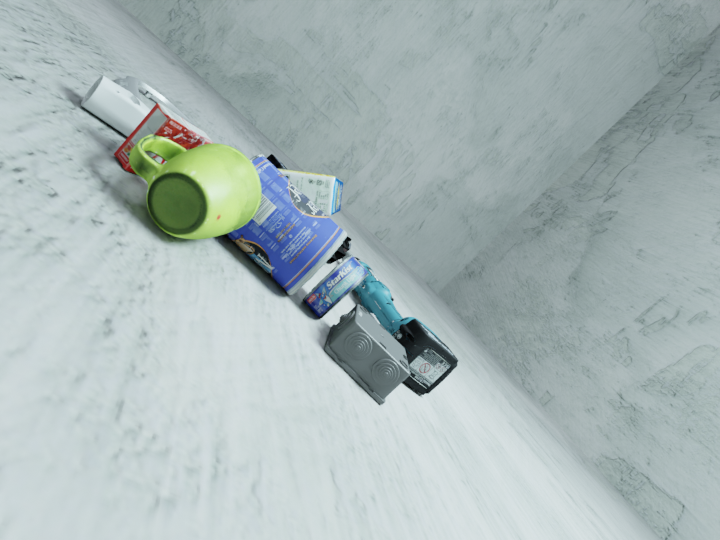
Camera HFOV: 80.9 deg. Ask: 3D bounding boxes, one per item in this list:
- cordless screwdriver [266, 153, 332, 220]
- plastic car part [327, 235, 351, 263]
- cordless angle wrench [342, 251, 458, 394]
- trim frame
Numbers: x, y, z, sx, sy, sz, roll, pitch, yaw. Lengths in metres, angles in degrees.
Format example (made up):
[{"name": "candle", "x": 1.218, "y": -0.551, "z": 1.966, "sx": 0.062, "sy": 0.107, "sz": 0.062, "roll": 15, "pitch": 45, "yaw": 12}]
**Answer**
[{"name": "cordless screwdriver", "x": -0.134, "y": -0.145, "z": 0.962, "sx": 0.235, "sy": 0.074, "sz": 0.168, "roll": 41, "pitch": 7, "yaw": -48}, {"name": "plastic car part", "x": -0.079, "y": -0.052, "z": 0.809, "sx": 0.192, "sy": 0.068, "sz": 0.069, "roll": 33, "pitch": 39, "yaw": -59}, {"name": "cordless angle wrench", "x": 0.029, "y": 0.050, "z": 0.773, "sx": 0.094, "sy": 0.074, "sz": 0.441, "roll": 40, "pitch": 6, "yaw": -27}, {"name": "trim frame", "x": -0.338, "y": -0.266, "z": 0.734, "sx": 0.174, "sy": 0.028, "sz": 0.262, "roll": 38, "pitch": 11, "yaw": -42}]
